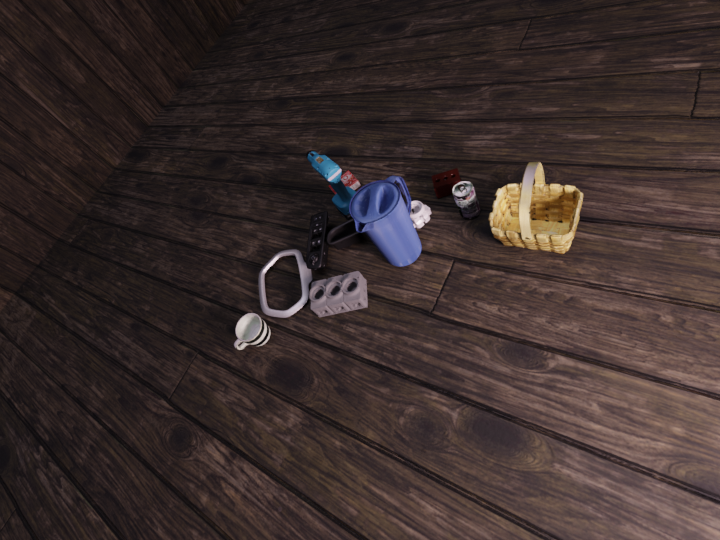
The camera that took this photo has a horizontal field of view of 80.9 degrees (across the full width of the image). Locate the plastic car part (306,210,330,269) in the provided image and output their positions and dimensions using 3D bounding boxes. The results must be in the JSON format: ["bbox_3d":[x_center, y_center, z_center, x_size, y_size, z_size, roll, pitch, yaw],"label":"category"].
[{"bbox_3d":[-0.129,-0.085,1.322,0.068,0.063,0.207,-10,55,23],"label":"plastic car part"}]

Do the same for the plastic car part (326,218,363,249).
[{"bbox_3d":[-0.039,-0.102,1.280,0.118,0.067,0.069,-27,50,11],"label":"plastic car part"}]

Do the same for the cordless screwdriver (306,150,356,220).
[{"bbox_3d":[-0.076,-0.260,1.296,0.074,0.235,0.168,-41,49,-3],"label":"cordless screwdriver"}]

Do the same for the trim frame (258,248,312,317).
[{"bbox_3d":[-0.238,0.038,1.326,0.187,0.026,0.259,-25,50,13],"label":"trim frame"}]
